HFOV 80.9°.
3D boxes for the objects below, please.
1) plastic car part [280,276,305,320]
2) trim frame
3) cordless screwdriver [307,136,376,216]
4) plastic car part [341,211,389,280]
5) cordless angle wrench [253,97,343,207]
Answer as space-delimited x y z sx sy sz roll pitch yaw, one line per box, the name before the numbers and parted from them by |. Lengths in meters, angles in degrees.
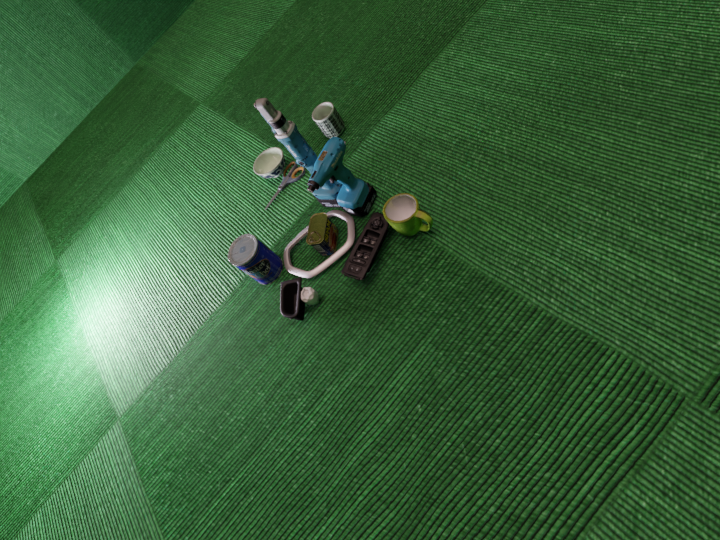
plastic car part | -0.177 0.088 1.156 0.068 0.067 0.120 -16 57 20
trim frame | -0.122 -0.080 1.245 0.249 0.026 0.194 -41 52 3
cordless screwdriver | -0.053 -0.227 1.157 0.078 0.235 0.159 18 73 34
plastic car part | 0.026 -0.061 1.129 0.070 0.063 0.204 13 71 33
cordless angle wrench | -0.154 -0.314 1.156 0.103 0.400 0.075 7 67 30
